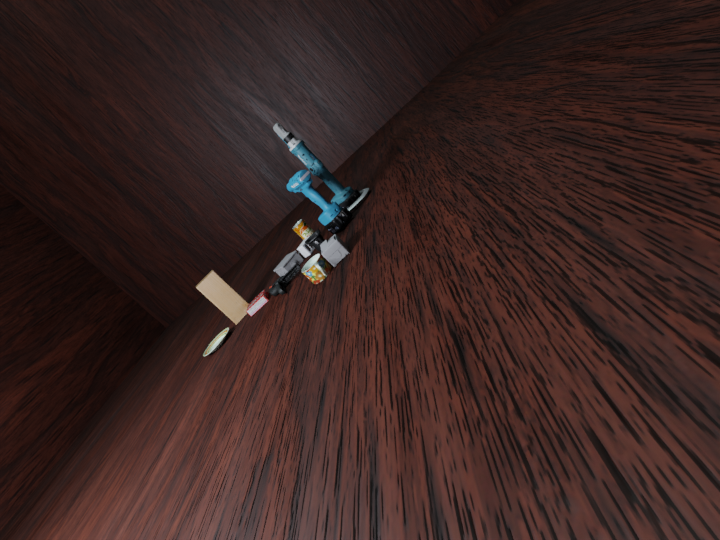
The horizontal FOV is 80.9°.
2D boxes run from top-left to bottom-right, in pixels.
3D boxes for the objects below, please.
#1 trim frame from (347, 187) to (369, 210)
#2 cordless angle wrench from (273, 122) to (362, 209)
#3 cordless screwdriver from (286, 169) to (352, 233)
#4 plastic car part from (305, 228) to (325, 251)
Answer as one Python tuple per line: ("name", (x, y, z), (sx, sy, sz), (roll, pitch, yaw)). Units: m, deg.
("trim frame", (-0.055, -0.248, 1.651), (0.256, 0.027, 0.183), (-20, 29, 54))
("cordless angle wrench", (-0.170, -0.392, 1.591), (0.074, 0.414, 0.100), (-52, 13, -32))
("cordless screwdriver", (-0.155, -0.238, 1.489), (0.074, 0.243, 0.164), (-50, 14, -24))
("plastic car part", (-0.136, -0.089, 1.395), (0.066, 0.069, 0.119), (-45, 15, 0))
